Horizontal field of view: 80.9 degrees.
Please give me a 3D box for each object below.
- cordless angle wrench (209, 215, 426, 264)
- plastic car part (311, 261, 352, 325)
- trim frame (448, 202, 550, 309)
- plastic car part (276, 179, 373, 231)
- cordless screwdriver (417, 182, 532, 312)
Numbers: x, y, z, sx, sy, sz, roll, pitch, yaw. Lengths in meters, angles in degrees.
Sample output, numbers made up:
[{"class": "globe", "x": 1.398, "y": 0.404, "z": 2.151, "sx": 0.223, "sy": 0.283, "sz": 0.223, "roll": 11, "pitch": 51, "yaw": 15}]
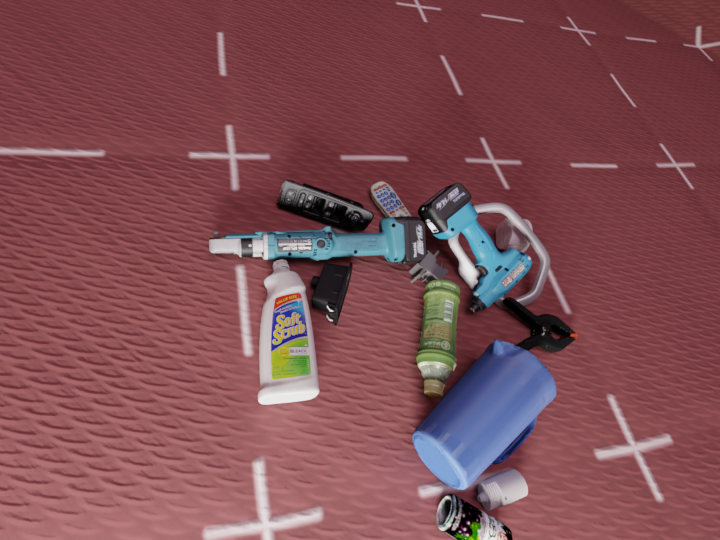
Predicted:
[{"class": "cordless angle wrench", "x": -0.082, "y": -0.054, "z": 0.837, "sx": 0.415, "sy": 0.076, "sz": 0.098, "roll": -3, "pitch": 89, "yaw": -12}, {"class": "plastic car part", "x": -0.061, "y": 0.034, "z": 0.808, "sx": 0.072, "sy": 0.064, "sz": 0.118, "roll": 10, "pitch": 54, "yaw": 4}, {"class": "trim frame", "x": 0.300, "y": -0.034, "z": 0.917, "sx": 0.183, "sy": 0.028, "sz": 0.248, "roll": -40, "pitch": 91, "yaw": -6}, {"class": "plastic car part", "x": -0.073, "y": -0.139, "z": 0.906, "sx": 0.202, "sy": 0.066, "sz": 0.068, "roll": 21, "pitch": 25, "yaw": -2}, {"class": "cordless screwdriver", "x": 0.218, "y": -0.046, "z": 0.866, "sx": 0.158, "sy": 0.075, "sz": 0.247, "roll": -43, "pitch": 93, "yaw": -8}]
